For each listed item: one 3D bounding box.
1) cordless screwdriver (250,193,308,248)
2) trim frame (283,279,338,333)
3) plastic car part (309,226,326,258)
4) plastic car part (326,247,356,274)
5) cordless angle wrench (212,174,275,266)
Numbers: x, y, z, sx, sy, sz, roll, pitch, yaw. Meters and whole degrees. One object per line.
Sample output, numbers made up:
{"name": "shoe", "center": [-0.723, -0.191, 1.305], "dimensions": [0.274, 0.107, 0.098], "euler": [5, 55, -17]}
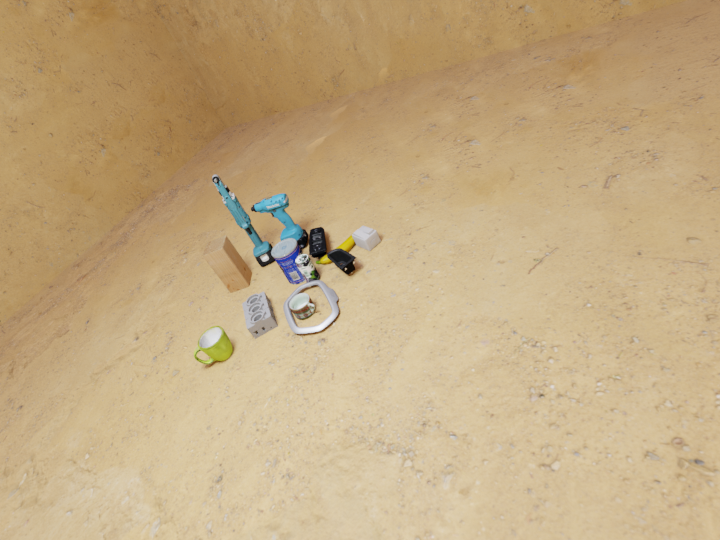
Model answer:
{"name": "cordless screwdriver", "center": [-0.320, -0.188, 1.695], "dimensions": [0.163, 0.237, 0.076], "euler": [-13, 36, 21]}
{"name": "trim frame", "center": [-0.163, 0.118, 1.395], "dimensions": [0.184, 0.026, 0.261], "euler": [-31, 36, -4]}
{"name": "plastic car part", "center": [-0.160, -0.104, 1.634], "dimensions": [0.067, 0.064, 0.211], "euler": [-23, 36, 7]}
{"name": "plastic car part", "center": [-0.060, -0.026, 1.467], "dimensions": [0.065, 0.068, 0.123], "euler": [-38, 36, -14]}
{"name": "cordless angle wrench", "center": [-0.461, -0.197, 1.658], "dimensions": [0.074, 0.404, 0.102], "euler": [-27, 33, 0]}
